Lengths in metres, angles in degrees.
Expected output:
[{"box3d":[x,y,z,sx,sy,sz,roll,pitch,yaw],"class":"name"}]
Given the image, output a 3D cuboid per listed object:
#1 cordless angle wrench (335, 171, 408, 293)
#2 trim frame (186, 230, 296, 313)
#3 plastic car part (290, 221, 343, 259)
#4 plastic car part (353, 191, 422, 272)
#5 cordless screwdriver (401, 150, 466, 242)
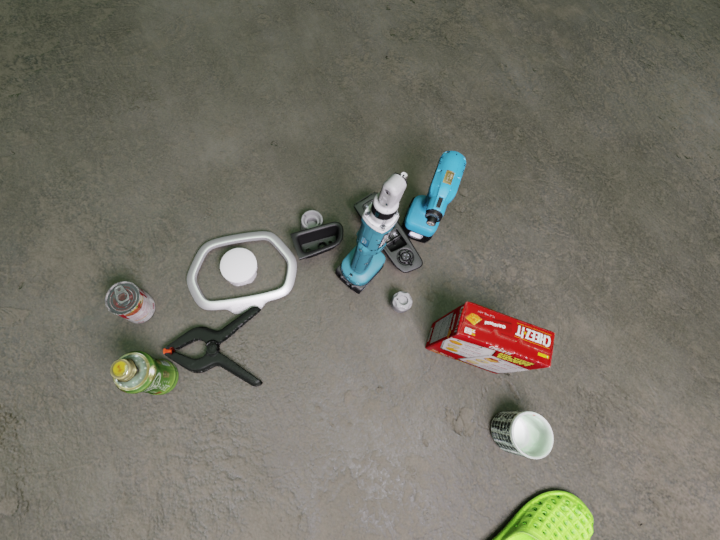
[{"box3d":[0.021,-0.058,0.780,0.076,0.417,0.097,42,72,7],"class":"cordless angle wrench"},{"box3d":[-0.267,0.003,0.954,0.246,0.027,0.189,-11,70,-6],"class":"trim frame"},{"box3d":[-0.094,-0.061,0.961,0.115,0.070,0.068,-18,73,-10],"class":"plastic car part"},{"box3d":[0.062,-0.078,0.975,0.065,0.066,0.209,-30,74,-14],"class":"plastic car part"},{"box3d":[0.145,-0.126,0.901,0.075,0.245,0.160,22,71,0],"class":"cordless screwdriver"}]
